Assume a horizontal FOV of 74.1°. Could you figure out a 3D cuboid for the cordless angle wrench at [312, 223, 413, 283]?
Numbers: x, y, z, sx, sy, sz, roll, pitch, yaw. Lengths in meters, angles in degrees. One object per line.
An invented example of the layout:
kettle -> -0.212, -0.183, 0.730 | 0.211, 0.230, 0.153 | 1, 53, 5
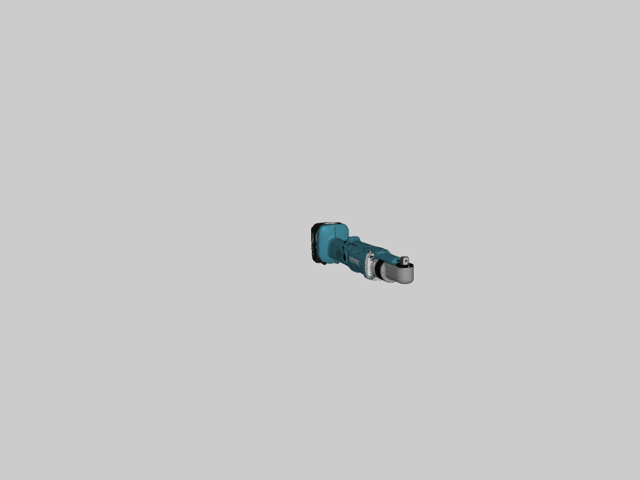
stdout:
cordless angle wrench -> 0.071, 0.029, 0.823 | 0.074, 0.098, 0.423 | -4, 8, -16
